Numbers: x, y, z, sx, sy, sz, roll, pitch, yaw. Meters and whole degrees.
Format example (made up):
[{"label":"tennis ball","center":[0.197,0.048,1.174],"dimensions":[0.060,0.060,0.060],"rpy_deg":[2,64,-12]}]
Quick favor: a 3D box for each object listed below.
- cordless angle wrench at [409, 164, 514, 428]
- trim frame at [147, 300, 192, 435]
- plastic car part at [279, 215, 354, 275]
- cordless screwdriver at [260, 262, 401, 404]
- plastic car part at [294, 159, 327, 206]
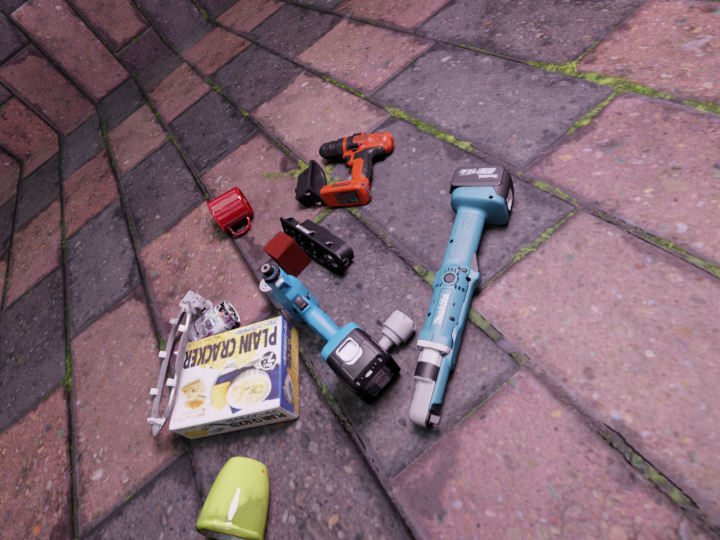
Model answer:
[{"label":"cordless angle wrench","center":[0.145,0.023,0.648],"dimensions":[0.103,0.070,0.426],"rpy_deg":[5,62,33]},{"label":"trim frame","center":[-0.356,0.173,0.789],"dimensions":[0.188,0.026,0.255],"rpy_deg":[-35,44,45]},{"label":"plastic car part","center":[-0.083,-0.054,0.845],"dimensions":[0.065,0.064,0.215],"rpy_deg":[-25,40,-26]},{"label":"cordless screwdriver","center":[-0.060,0.084,0.660],"dimensions":[0.074,0.151,0.263],"rpy_deg":[-45,49,-9]},{"label":"plastic car part","center":[-0.120,-0.192,0.970],"dimensions":[0.072,0.062,0.121],"rpy_deg":[-31,42,25]}]
